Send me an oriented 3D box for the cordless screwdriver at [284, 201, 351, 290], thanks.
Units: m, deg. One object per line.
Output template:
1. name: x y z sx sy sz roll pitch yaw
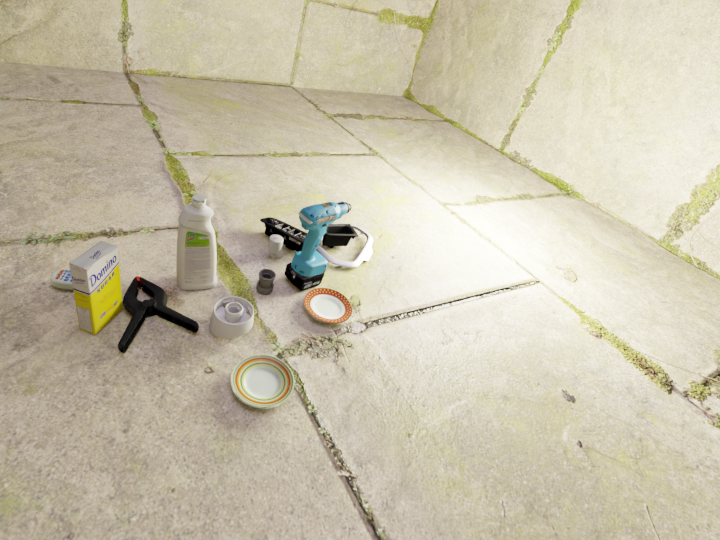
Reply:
1. cordless screwdriver: -0.110 -0.072 1.125 0.153 0.245 0.078 -20 50 -42

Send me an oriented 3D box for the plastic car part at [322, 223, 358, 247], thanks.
1. plastic car part: -0.078 -0.104 1.335 0.112 0.070 0.069 -5 41 -28

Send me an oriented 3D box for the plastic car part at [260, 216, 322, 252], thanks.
1. plastic car part: -0.219 -0.105 1.286 0.211 0.066 0.065 31 37 20

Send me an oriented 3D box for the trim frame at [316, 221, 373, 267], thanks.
1. trim frame: -0.050 -0.085 1.357 0.187 0.027 0.248 21 35 8
